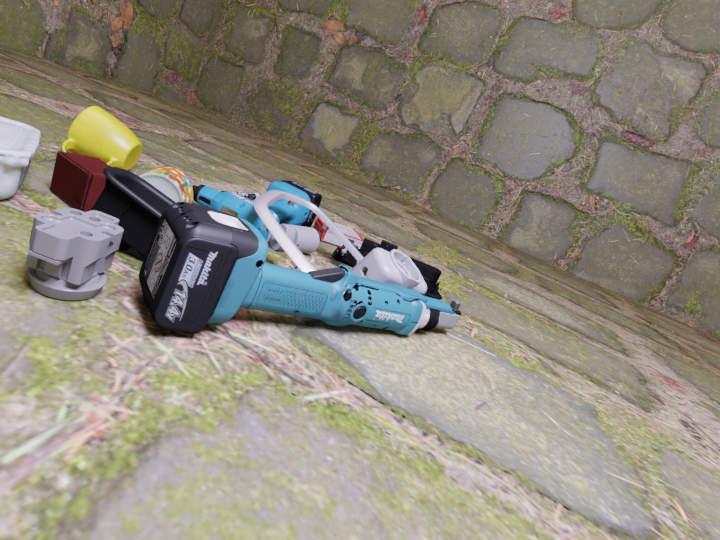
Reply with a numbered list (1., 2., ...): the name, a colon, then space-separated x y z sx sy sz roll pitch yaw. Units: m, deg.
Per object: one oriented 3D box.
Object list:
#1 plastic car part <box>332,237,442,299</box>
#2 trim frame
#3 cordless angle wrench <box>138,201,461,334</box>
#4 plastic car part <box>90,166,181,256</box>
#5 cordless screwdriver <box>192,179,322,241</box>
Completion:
1. plastic car part: 0.056 -0.012 0.749 0.205 0.067 0.066 27 8 5
2. trim frame: -0.062 -0.040 0.631 0.260 0.027 0.176 47 27 26
3. cordless angle wrench: -0.016 0.031 0.471 0.400 0.097 0.079 15 17 -40
4. plastic car part: -0.231 -0.049 0.450 0.113 0.071 0.068 36 10 -17
5. cordless screwdriver: -0.179 -0.122 0.768 0.163 0.074 0.244 25 20 11
